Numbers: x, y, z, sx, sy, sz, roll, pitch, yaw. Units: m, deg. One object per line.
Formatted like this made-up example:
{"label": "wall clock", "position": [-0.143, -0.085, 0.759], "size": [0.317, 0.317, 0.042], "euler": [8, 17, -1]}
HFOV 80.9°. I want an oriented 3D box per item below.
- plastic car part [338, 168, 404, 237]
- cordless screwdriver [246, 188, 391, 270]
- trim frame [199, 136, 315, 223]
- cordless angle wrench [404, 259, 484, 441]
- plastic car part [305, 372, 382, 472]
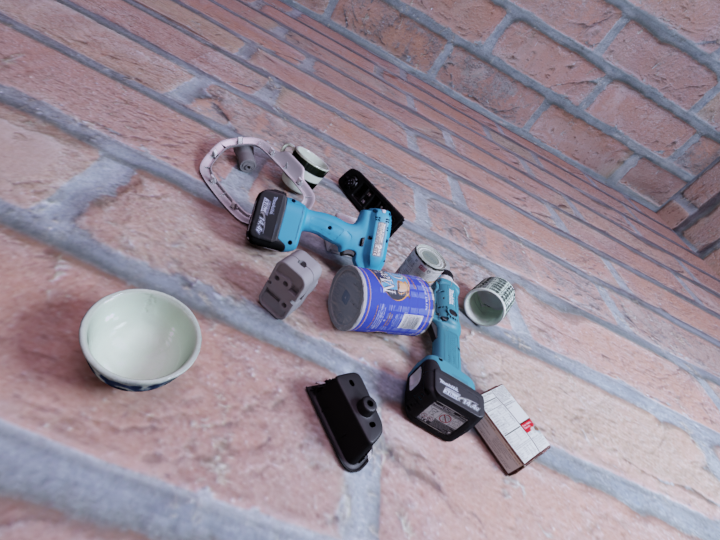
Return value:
{"label": "plastic car part", "position": [0.028, -0.163, 0.987], "size": [0.211, 0.066, 0.064], "euler": [49, 28, 24]}
{"label": "cordless screwdriver", "position": [-0.071, -0.047, 0.731], "size": [0.242, 0.159, 0.076], "euler": [10, -3, -15]}
{"label": "trim frame", "position": [-0.198, -0.180, 0.820], "size": [0.180, 0.027, 0.259], "euler": [-30, 64, -30]}
{"label": "cordless angle wrench", "position": [0.148, 0.093, 0.758], "size": [0.097, 0.074, 0.427], "euler": [29, 32, -7]}
{"label": "plastic car part", "position": [-0.009, 0.177, 0.530], "size": [0.063, 0.070, 0.122], "euler": [-1, 44, -38]}
